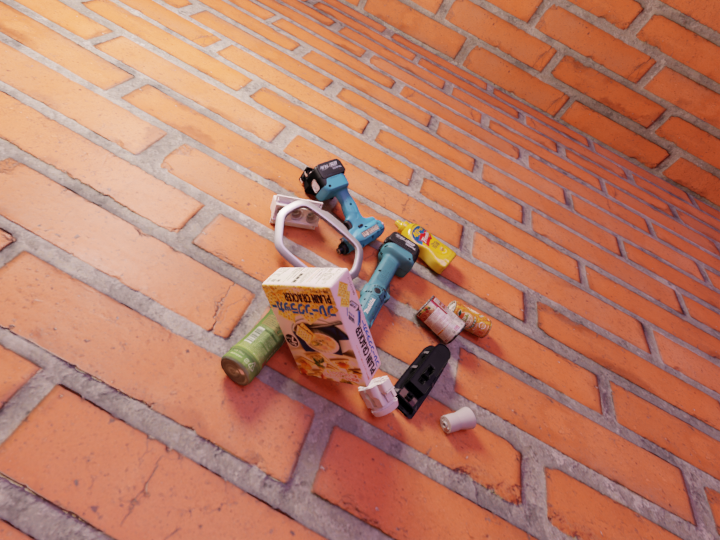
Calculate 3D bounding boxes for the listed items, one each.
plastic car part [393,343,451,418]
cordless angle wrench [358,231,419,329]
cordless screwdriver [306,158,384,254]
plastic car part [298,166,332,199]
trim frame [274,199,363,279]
[{"bbox_3d":[0.138,0.220,0.912,0.068,0.066,0.198,36,41,15],"label":"plastic car part"},{"bbox_3d":[0.031,0.062,0.998,0.099,0.074,0.422,31,46,1],"label":"cordless angle wrench"},{"bbox_3d":[-0.058,-0.168,1.132,0.155,0.075,0.251,-32,85,-32],"label":"cordless screwdriver"},{"bbox_3d":[-0.116,-0.240,1.217,0.113,0.067,0.072,17,60,-19],"label":"plastic car part"},{"bbox_3d":[-0.101,-0.066,1.034,0.246,0.028,0.184,37,62,-5],"label":"trim frame"}]
